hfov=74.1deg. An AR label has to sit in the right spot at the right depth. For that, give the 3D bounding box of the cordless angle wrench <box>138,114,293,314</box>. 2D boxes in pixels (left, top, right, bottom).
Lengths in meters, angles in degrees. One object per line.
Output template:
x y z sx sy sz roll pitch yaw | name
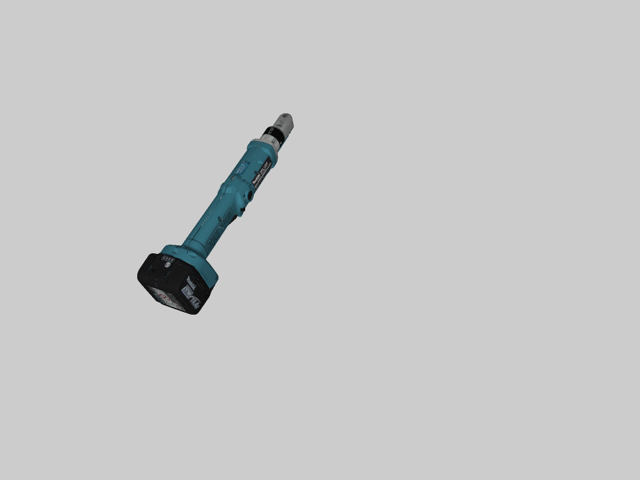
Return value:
-0.142 -0.078 0.716 0.074 0.421 0.098 15 -33 18 | cordless angle wrench
